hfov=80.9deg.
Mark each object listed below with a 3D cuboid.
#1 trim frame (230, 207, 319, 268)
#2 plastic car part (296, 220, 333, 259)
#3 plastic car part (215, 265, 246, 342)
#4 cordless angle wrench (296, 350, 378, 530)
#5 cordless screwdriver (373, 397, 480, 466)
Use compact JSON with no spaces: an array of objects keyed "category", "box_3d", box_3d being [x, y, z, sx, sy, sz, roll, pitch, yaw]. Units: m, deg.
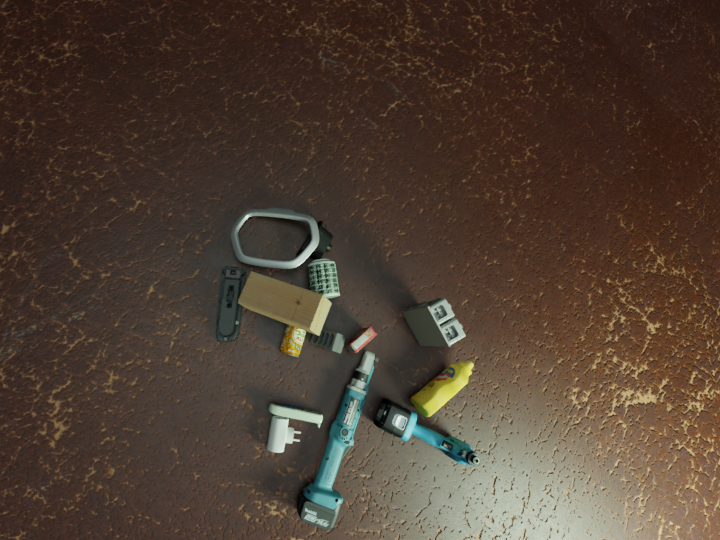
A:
[{"category":"trim frame","box_3d":[-0.234,-0.093,1.145,0.253,0.026,0.187,5,67,11]},{"category":"plastic car part","box_3d":[-0.116,-0.076,1.181,0.069,0.068,0.116,40,71,-17]},{"category":"plastic car part","box_3d":[-0.340,0.087,1.108,0.064,0.068,0.205,7,79,-17]},{"category":"cordless angle wrench","box_3d":[-0.045,0.409,1.075,0.097,0.074,0.425,22,73,-6]},{"category":"cordless screwdriver","box_3d":[0.165,0.412,1.058,0.249,0.159,0.074,27,76,-2]}]
